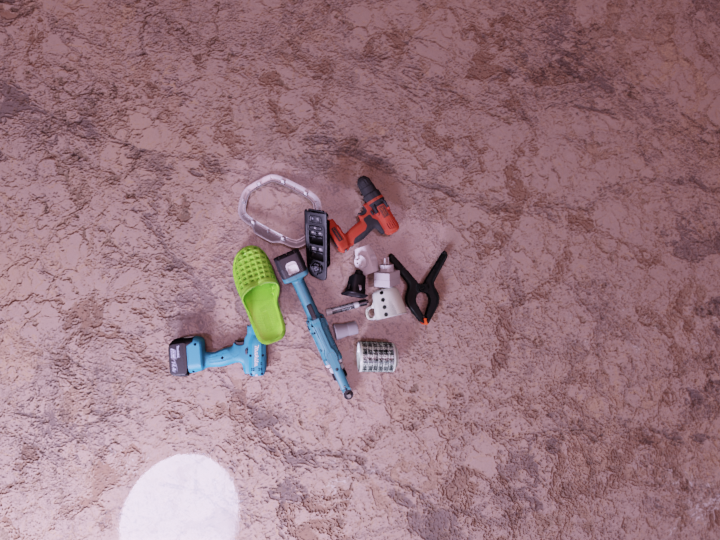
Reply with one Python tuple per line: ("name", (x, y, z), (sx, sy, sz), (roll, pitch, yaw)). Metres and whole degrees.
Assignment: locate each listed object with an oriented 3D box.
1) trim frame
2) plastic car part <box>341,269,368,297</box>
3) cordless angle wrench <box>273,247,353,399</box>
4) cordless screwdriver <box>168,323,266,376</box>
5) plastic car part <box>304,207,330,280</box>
("trim frame", (-0.222, -0.166, 1.172), (0.252, 0.027, 0.184), (29, 80, 7))
("plastic car part", (-0.009, 0.035, 1.130), (0.065, 0.116, 0.072), (9, 78, -6))
("cordless angle wrench", (-0.115, 0.147, 1.133), (0.074, 0.098, 0.423), (-24, 90, -7))
("cordless screwdriver", (-0.374, 0.200, 1.121), (0.246, 0.074, 0.160), (-1, 84, -7))
("plastic car part", (-0.111, -0.072, 1.131), (0.068, 0.066, 0.198), (9, 114, 16))
